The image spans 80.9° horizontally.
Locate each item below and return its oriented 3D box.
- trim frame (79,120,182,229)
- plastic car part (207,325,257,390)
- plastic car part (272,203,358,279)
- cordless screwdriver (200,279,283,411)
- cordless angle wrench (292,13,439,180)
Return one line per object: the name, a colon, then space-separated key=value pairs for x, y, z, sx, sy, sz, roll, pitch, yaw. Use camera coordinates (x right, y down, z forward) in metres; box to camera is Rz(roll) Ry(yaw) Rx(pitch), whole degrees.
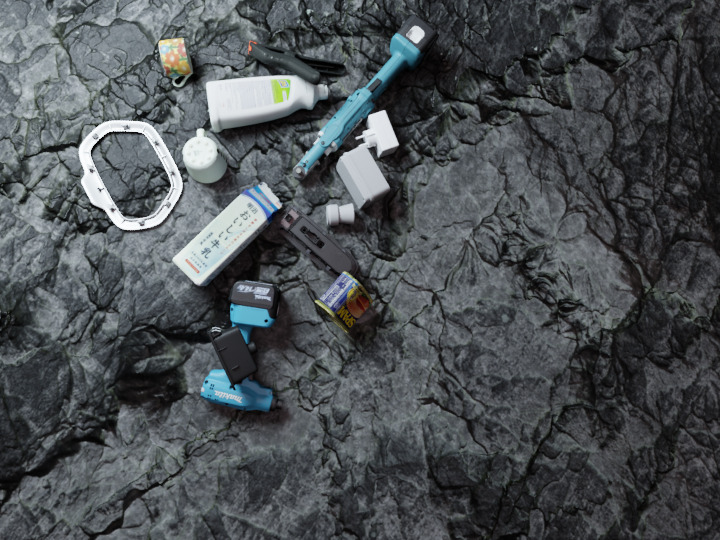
trim frame: x=-0.484 y=-0.204 z=0.884 sx=0.183 sy=0.027 sz=0.250 roll=-29 pitch=87 yaw=-5
plastic car part: x=-0.227 y=0.149 z=0.774 sx=0.070 sy=0.067 sz=0.116 roll=-28 pitch=95 yaw=-16
plastic car part: x=-0.085 y=-0.056 z=0.871 sx=0.203 sy=0.067 sz=0.066 roll=42 pitch=75 yaw=-1
cordless screwdriver: x=-0.206 y=0.149 z=0.833 sx=0.159 sy=0.074 sz=0.249 roll=14 pitch=87 yaw=-3
cordless angle wrench: x=-0.001 y=-0.354 z=0.903 sx=0.074 sy=0.098 sz=0.422 roll=41 pitch=87 yaw=-2
